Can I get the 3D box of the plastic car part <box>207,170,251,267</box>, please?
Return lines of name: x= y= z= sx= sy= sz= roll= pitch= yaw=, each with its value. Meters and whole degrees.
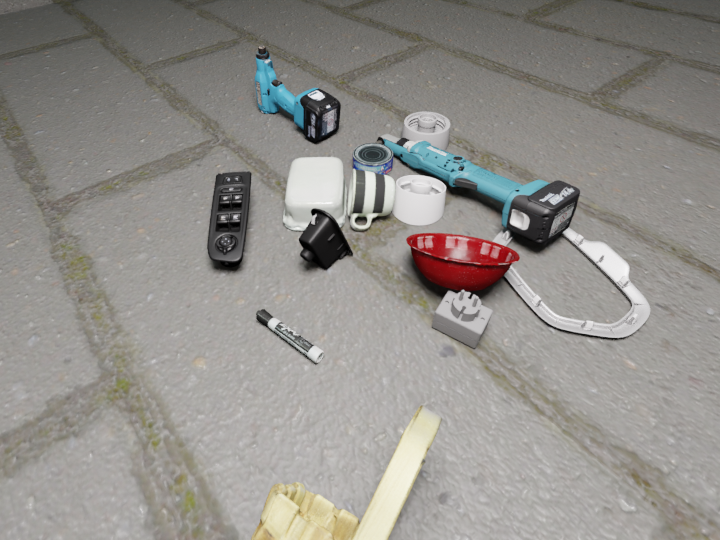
plastic car part: x=-0.228 y=-0.086 z=0.741 sx=0.065 sy=0.065 sz=0.210 roll=0 pitch=51 yaw=-9

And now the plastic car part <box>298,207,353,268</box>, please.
plastic car part: x=-0.066 y=-0.043 z=0.673 sx=0.069 sy=0.111 sz=0.071 roll=30 pitch=78 yaw=25

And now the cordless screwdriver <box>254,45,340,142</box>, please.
cordless screwdriver: x=-0.158 y=-0.412 z=0.983 sx=0.261 sy=0.154 sz=0.073 roll=37 pitch=56 yaw=28

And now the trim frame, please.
trim frame: x=0.318 y=-0.001 z=0.659 sx=0.181 sy=0.026 sz=0.261 roll=-14 pitch=46 yaw=-11

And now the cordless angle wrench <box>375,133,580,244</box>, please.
cordless angle wrench: x=0.183 y=-0.188 z=0.804 sx=0.096 sy=0.072 sz=0.448 roll=-29 pitch=45 yaw=-24
